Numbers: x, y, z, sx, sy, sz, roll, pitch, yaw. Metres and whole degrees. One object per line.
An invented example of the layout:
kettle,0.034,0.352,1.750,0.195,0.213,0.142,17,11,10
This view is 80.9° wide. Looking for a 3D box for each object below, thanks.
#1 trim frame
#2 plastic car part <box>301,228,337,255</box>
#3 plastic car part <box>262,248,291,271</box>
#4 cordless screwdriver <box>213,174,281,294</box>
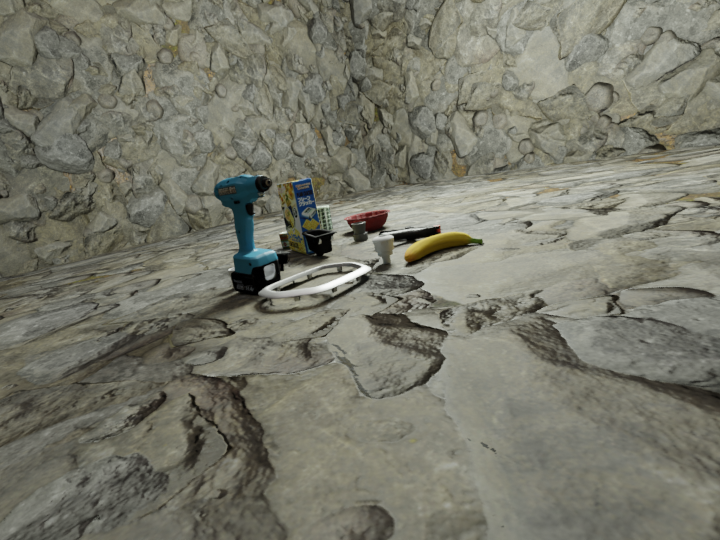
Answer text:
trim frame,-0.089,0.020,0.849,0.193,0.027,0.241,0,18,39
plastic car part,-0.114,-0.074,1.161,0.064,0.070,0.122,-16,14,-25
plastic car part,-0.221,-0.024,1.052,0.065,0.066,0.211,-15,14,-19
cordless screwdriver,-0.223,-0.077,0.887,0.167,0.245,0.072,-1,13,41
